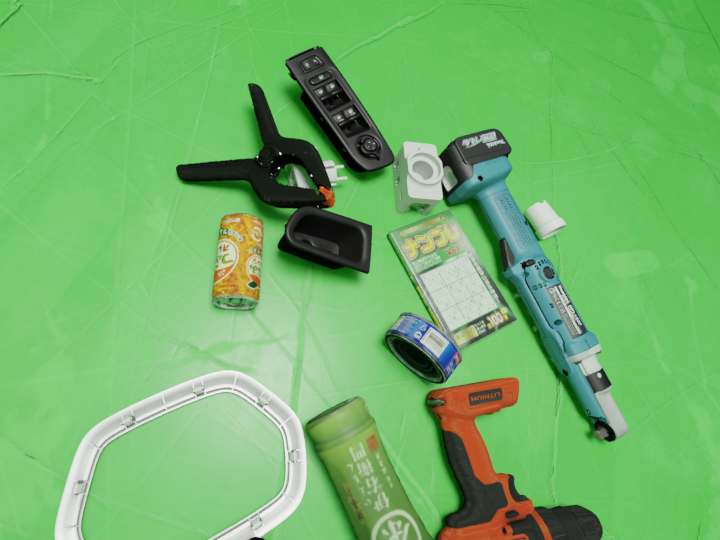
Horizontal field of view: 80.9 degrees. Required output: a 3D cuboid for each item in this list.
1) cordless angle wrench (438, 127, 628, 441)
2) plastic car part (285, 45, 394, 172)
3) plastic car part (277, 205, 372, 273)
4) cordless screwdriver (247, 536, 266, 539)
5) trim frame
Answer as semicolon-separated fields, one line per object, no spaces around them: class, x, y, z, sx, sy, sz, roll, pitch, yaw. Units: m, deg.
cordless angle wrench;0.232;0.009;0.567;0.096;0.074;0.433;-18;75;-19
plastic car part;-0.033;-0.218;0.606;0.065;0.067;0.206;-32;82;-30
plastic car part;-0.051;-0.034;0.526;0.112;0.072;0.067;16;65;-24
cordless screwdriver;-0.062;0.377;0.347;0.157;0.075;0.250;-37;88;-22
trim frame;-0.173;0.211;0.427;0.243;0.027;0.189;-20;74;-20
